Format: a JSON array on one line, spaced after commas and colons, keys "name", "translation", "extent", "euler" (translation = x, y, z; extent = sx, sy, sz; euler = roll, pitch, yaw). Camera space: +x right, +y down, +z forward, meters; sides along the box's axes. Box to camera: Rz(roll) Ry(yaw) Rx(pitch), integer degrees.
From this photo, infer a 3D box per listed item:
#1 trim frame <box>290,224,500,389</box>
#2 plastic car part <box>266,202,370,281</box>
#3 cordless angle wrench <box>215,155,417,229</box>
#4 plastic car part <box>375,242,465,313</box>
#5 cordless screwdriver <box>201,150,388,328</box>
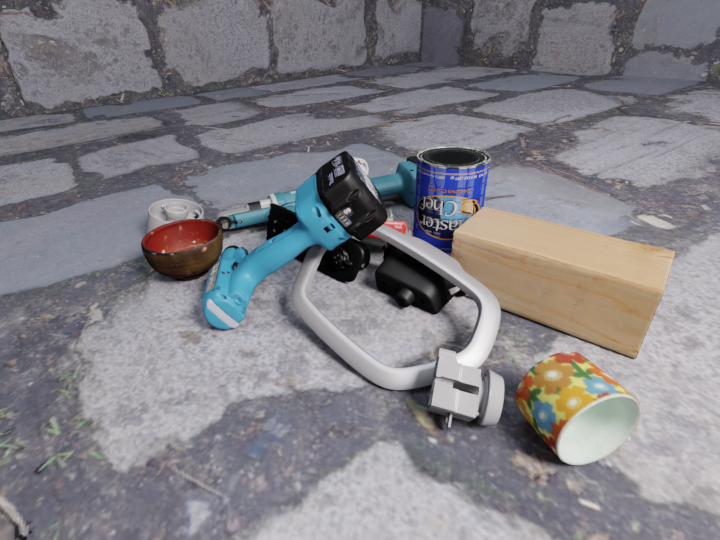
[{"name": "trim frame", "translation": [0.031, 0.026, 0.483], "extent": [0.182, 0.026, 0.263], "euler": [-41, 52, -19]}, {"name": "plastic car part", "translation": [-0.062, -0.041, 0.634], "extent": [0.064, 0.066, 0.215], "euler": [4, 18, -45]}, {"name": "cordless angle wrench", "translation": [-0.052, -0.132, 0.773], "extent": [0.416, 0.072, 0.103], "euler": [-13, 32, -12]}, {"name": "plastic car part", "translation": [0.065, 0.014, 0.535], "extent": [0.123, 0.063, 0.070], "euler": [28, 56, 35]}, {"name": "cordless screwdriver", "translation": [-0.094, -0.046, 0.534], "extent": [0.251, 0.071, 0.165], "euler": [-36, 30, 12]}]
